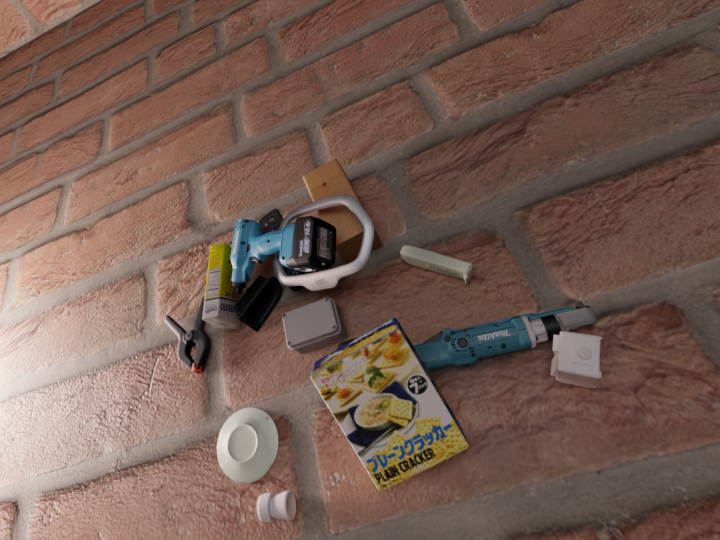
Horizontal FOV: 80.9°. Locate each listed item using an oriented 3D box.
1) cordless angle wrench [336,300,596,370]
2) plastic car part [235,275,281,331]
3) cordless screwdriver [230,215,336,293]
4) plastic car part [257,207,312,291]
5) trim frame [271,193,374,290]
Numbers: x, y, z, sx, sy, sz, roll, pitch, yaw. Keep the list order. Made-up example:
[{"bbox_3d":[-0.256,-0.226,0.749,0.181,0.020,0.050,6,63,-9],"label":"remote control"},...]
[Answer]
[{"bbox_3d":[0.172,0.128,0.720,0.429,0.071,0.101,-15,61,12],"label":"cordless angle wrench"},{"bbox_3d":[-0.228,0.062,0.922,0.075,0.062,0.116,16,68,41],"label":"plastic car part"},{"bbox_3d":[-0.169,-0.028,0.842,0.261,0.070,0.160,0,78,37],"label":"cordless screwdriver"},{"bbox_3d":[-0.161,-0.037,0.934,0.067,0.064,0.212,-34,61,5],"label":"plastic car part"},{"bbox_3d":[-0.083,-0.054,0.844,0.257,0.026,0.188,-13,70,28],"label":"trim frame"}]
